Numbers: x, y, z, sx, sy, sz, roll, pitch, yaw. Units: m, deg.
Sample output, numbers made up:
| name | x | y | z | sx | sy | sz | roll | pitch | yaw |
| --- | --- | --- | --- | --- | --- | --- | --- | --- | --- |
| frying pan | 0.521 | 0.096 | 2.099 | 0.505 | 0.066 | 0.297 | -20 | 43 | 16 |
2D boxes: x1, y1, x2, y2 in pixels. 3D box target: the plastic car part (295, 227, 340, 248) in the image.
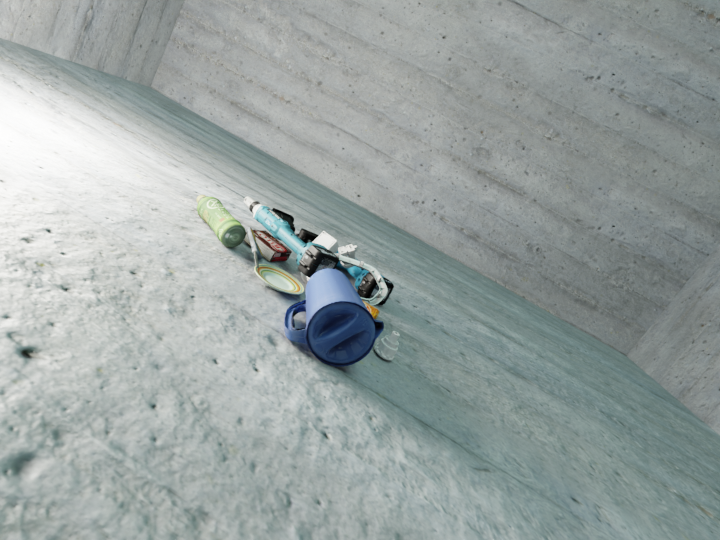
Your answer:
| name | x | y | z | sx | sy | sz | roll | pitch | yaw |
| --- | --- | --- | --- | --- | --- | --- | --- | --- | --- |
| plastic car part | -0.142 | -0.093 | 1.453 | 0.194 | 0.067 | 0.069 | 18 | 25 | -27 |

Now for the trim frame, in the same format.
| name | x | y | z | sx | sy | sz | roll | pitch | yaw |
| --- | --- | --- | --- | --- | --- | --- | --- | --- | --- |
| trim frame | -0.045 | 0.018 | 1.165 | 0.250 | 0.027 | 0.186 | 19 | 39 | 2 |

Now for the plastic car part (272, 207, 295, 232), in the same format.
| name | x | y | z | sx | sy | sz | roll | pitch | yaw |
| --- | --- | --- | --- | --- | --- | --- | --- | --- | --- |
| plastic car part | -0.265 | -0.157 | 1.455 | 0.110 | 0.066 | 0.074 | 20 | 32 | -44 |

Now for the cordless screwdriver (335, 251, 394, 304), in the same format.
| name | x | y | z | sx | sy | sz | roll | pitch | yaw |
| --- | --- | --- | --- | --- | --- | --- | --- | --- | --- |
| cordless screwdriver | 0.013 | 0.017 | 1.340 | 0.151 | 0.074 | 0.263 | 18 | 14 | -37 |

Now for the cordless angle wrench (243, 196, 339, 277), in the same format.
| name | x | y | z | sx | sy | sz | roll | pitch | yaw |
| --- | --- | --- | --- | --- | --- | --- | --- | --- | --- |
| cordless angle wrench | -0.226 | -0.116 | 1.202 | 0.092 | 0.074 | 0.448 | 19 | 16 | -50 |
